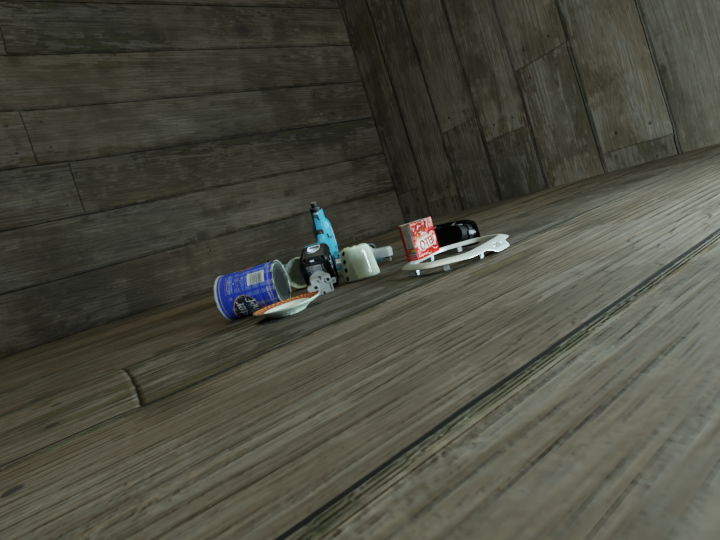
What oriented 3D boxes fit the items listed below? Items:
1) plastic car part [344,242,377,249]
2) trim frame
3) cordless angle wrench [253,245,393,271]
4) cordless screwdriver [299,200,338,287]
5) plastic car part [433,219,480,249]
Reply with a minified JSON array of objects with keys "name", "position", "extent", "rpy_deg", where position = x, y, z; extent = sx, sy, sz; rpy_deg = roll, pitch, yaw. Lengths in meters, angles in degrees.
[{"name":"plastic car part","position":[-0.006,-0.045,1.378],"extent":[0.112,0.067,0.072],"rpy_deg":[-16,-12,-33]},{"name":"trim frame","position":[0.188,-0.033,0.825],"extent":[0.191,0.027,0.239],"rpy_deg":[-13,5,40]},{"name":"cordless angle wrench","position":[-0.115,-0.015,1.237],"extent":[0.433,0.097,0.073],"rpy_deg":[-12,7,17]},{"name":"cordless screwdriver","position":[-0.106,-0.069,1.083],"extent":[0.075,0.154,0.254],"rpy_deg":[-14,26,7]},{"name":"plastic car part","position":[0.183,-0.079,1.000],"extent":[0.064,0.067,0.212],"rpy_deg":[5,-8,-41]}]
